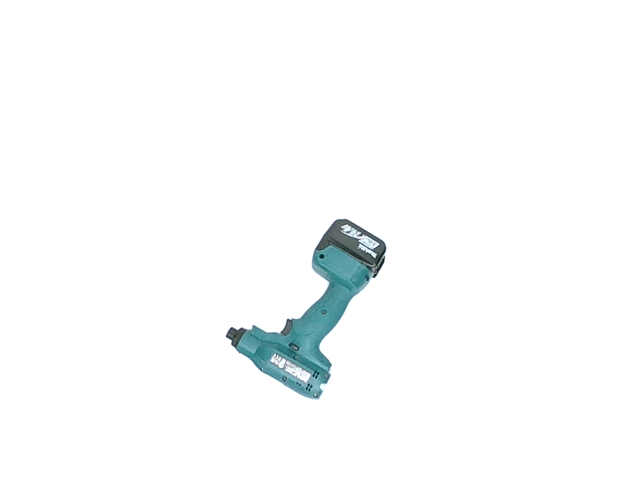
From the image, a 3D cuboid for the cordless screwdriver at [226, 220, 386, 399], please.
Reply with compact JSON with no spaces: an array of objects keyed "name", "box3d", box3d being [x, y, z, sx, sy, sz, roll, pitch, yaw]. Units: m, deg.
[{"name":"cordless screwdriver","box3d":[-0.015,0.086,0.626,0.159,0.248,0.074,27,-14,9]}]
